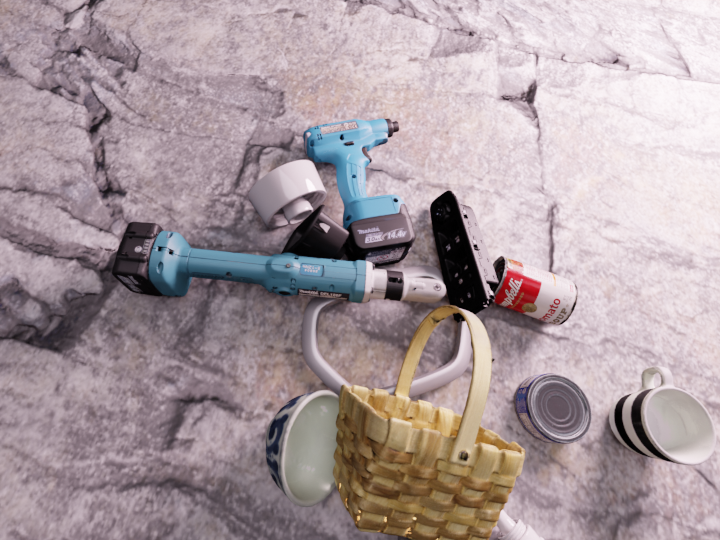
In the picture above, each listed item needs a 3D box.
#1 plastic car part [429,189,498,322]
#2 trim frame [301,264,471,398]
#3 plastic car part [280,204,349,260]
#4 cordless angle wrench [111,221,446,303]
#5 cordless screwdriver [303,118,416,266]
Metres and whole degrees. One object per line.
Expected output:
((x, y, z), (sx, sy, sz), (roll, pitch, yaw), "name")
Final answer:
((0.151, -0.030, 0.606), (0.065, 0.066, 0.210), (2, 56, -20), "plastic car part")
((0.040, 0.082, 0.586), (0.246, 0.027, 0.189), (-17, 71, -8), "trim frame")
((-0.058, -0.038, 0.589), (0.069, 0.119, 0.066), (34, 63, -18), "plastic car part")
((-0.099, 0.006, 0.561), (0.424, 0.096, 0.076), (6, 66, 1), "cordless angle wrench")
((0.018, -0.134, 0.650), (0.157, 0.073, 0.257), (-15, 66, -10), "cordless screwdriver")
